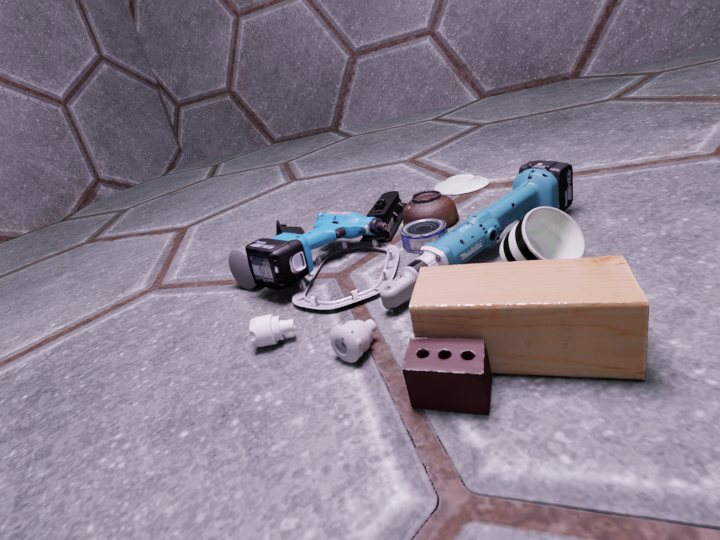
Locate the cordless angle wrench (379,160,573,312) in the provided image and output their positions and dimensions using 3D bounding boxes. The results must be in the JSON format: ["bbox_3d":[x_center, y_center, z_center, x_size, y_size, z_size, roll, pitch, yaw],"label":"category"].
[{"bbox_3d":[0.190,-0.060,0.675,0.415,0.094,0.078,-32,31,-25],"label":"cordless angle wrench"}]

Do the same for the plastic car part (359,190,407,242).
[{"bbox_3d":[0.051,-0.125,0.922,0.068,0.065,0.201,-11,21,26],"label":"plastic car part"}]

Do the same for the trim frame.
[{"bbox_3d":[-0.027,-0.002,0.747,0.189,0.026,0.250,-8,28,19],"label":"trim frame"}]

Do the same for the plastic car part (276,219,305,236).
[{"bbox_3d":[-0.140,-0.063,0.911,0.069,0.064,0.122,-8,24,-20],"label":"plastic car part"}]

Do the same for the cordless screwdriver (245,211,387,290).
[{"bbox_3d":[-0.075,-0.049,0.772,0.167,0.072,0.243,6,28,39],"label":"cordless screwdriver"}]
